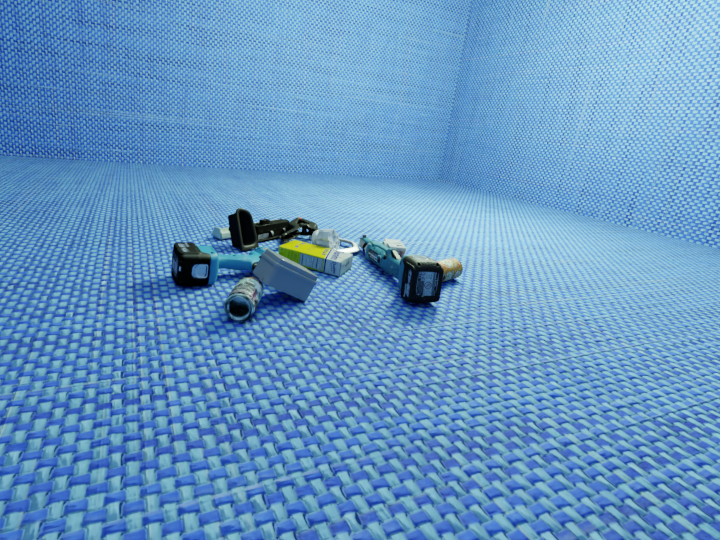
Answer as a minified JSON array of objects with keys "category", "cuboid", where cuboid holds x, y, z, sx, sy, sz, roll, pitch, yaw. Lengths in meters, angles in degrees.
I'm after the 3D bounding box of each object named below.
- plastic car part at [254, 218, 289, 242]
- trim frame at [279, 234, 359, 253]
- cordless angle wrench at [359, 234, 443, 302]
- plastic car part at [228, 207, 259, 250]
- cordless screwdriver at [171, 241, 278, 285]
[{"category":"plastic car part","cuboid":[-0.287,-0.128,1.309,0.070,0.066,0.195,10,14,35]},{"category":"trim frame","cuboid":[-0.124,-0.081,1.272,0.255,0.027,0.183,9,19,13]},{"category":"cordless angle wrench","cuboid":[0.073,-0.027,1.092,0.072,0.097,0.439,2,15,-19]},{"category":"plastic car part","cuboid":[-0.338,-0.112,1.181,0.074,0.116,0.063,-11,3,36]},{"category":"cordless screwdriver","cuboid":[-0.279,-0.009,0.933,0.238,0.073,0.168,-2,20,-36]}]
